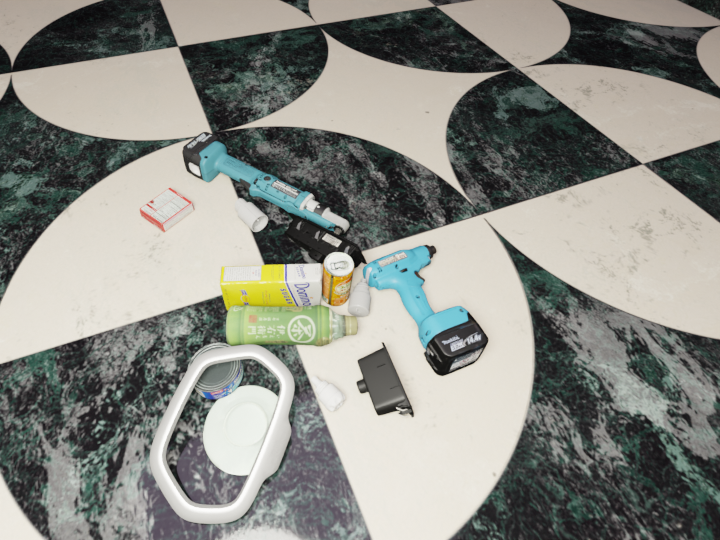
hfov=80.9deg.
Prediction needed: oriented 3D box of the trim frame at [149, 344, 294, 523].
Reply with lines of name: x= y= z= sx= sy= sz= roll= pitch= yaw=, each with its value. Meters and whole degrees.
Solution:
trim frame: x=-0.197 y=0.230 z=0.621 sx=0.186 sy=0.027 sz=0.251 roll=18 pitch=66 yaw=6

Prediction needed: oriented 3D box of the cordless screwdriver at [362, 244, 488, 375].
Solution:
cordless screwdriver: x=0.132 y=0.054 z=0.774 sx=0.156 sy=0.072 sz=0.262 roll=-22 pitch=53 yaw=-19

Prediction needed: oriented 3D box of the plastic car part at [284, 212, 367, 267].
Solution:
plastic car part: x=-0.082 y=-0.054 z=0.841 sx=0.215 sy=0.063 sz=0.067 roll=34 pitch=83 yaw=37

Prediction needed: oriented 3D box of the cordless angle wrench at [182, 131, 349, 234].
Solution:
cordless angle wrench: x=-0.212 y=-0.188 z=0.952 sx=0.436 sy=0.072 sz=0.097 roll=28 pitch=56 yaw=16

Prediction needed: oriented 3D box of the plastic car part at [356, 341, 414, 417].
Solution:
plastic car part: x=0.031 y=0.184 z=0.683 sx=0.071 sy=0.063 sz=0.122 roll=-24 pitch=53 yaw=-4
